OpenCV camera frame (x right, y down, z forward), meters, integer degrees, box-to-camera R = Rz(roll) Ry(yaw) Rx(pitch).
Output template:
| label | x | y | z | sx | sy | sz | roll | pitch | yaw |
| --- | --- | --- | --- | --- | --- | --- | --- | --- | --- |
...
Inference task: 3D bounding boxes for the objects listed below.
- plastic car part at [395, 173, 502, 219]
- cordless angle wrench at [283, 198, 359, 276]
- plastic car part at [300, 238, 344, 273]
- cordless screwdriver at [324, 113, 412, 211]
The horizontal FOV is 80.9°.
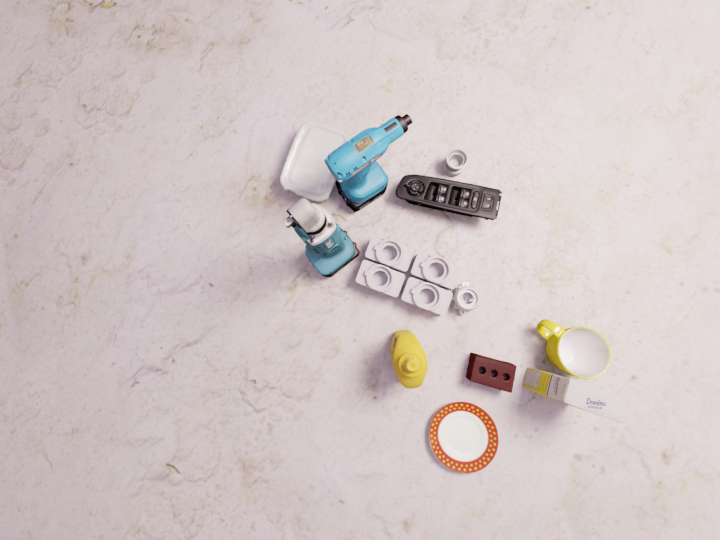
| label | x | y | z | sx | sy | sz | roll | pitch | yaw |
| --- | --- | --- | --- | --- | --- | --- | --- | --- | --- |
| plastic car part | 0.175 | -0.150 | 0.868 | 0.206 | 0.066 | 0.066 | 15 | 84 | 9 |
| cordless angle wrench | -0.063 | -0.054 | 0.706 | 0.098 | 0.416 | 0.075 | -38 | 84 | -2 |
| plastic car part | -0.087 | -0.057 | 0.885 | 0.066 | 0.069 | 0.118 | -26 | 80 | 1 |
| cordless screwdriver | 0.020 | -0.201 | 0.805 | 0.159 | 0.245 | 0.075 | -34 | 84 | -1 |
